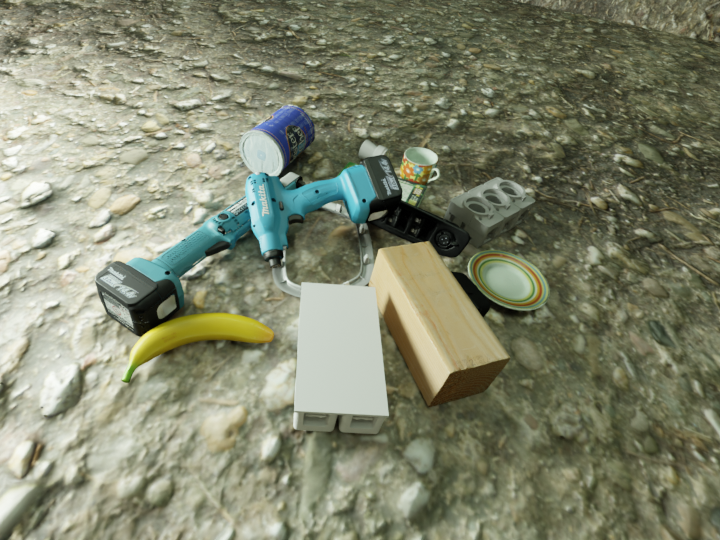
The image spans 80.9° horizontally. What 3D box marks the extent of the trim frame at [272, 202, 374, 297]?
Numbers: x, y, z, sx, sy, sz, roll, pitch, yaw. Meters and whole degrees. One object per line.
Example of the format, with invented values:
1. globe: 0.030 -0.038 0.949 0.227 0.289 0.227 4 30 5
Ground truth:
1. trim frame: -0.071 -0.046 0.727 0.183 0.027 0.257 -1 48 -4

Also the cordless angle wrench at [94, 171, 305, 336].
1. cordless angle wrench: -0.227 -0.067 0.704 0.101 0.072 0.419 25 46 15

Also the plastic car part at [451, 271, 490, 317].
1. plastic car part: 0.155 0.037 0.657 0.068 0.065 0.122 4 40 -27

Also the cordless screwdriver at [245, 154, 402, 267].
1. cordless screwdriver: -0.057 -0.099 0.697 0.246 0.073 0.163 -11 72 -9

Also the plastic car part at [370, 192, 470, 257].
1. plastic car part: 0.099 -0.087 0.771 0.211 0.066 0.065 29 23 22
